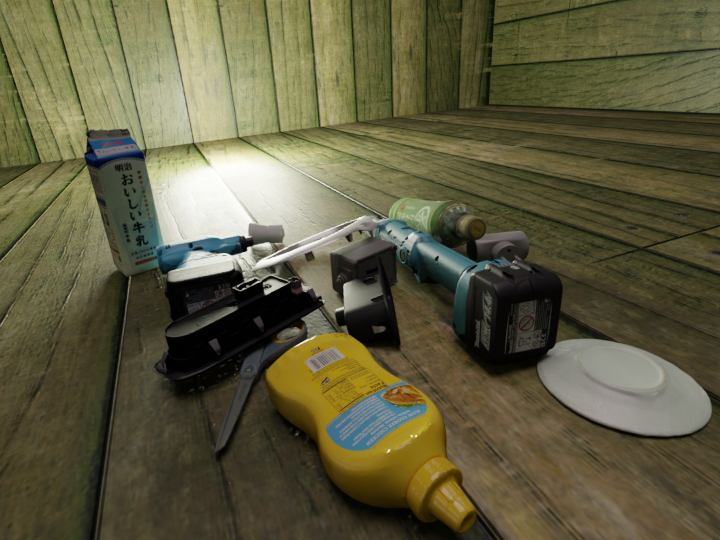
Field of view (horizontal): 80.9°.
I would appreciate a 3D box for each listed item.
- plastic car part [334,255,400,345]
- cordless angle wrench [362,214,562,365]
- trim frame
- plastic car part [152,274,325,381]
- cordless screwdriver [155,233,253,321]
[{"bbox_3d":[0.005,0.044,0.506,0.072,0.064,0.119,-16,26,11],"label":"plastic car part"},{"bbox_3d":[0.084,-0.021,0.591,0.073,0.096,0.442,-8,21,-18],"label":"cordless angle wrench"},{"bbox_3d":[-0.063,-0.042,0.649,0.188,0.027,0.244,-20,7,20],"label":"trim frame"},{"bbox_3d":[-0.133,0.052,0.472,0.070,0.065,0.198,21,41,38],"label":"plastic car part"},{"bbox_3d":[-0.215,-0.003,0.627,0.155,0.072,0.261,-15,23,-21],"label":"cordless screwdriver"}]
